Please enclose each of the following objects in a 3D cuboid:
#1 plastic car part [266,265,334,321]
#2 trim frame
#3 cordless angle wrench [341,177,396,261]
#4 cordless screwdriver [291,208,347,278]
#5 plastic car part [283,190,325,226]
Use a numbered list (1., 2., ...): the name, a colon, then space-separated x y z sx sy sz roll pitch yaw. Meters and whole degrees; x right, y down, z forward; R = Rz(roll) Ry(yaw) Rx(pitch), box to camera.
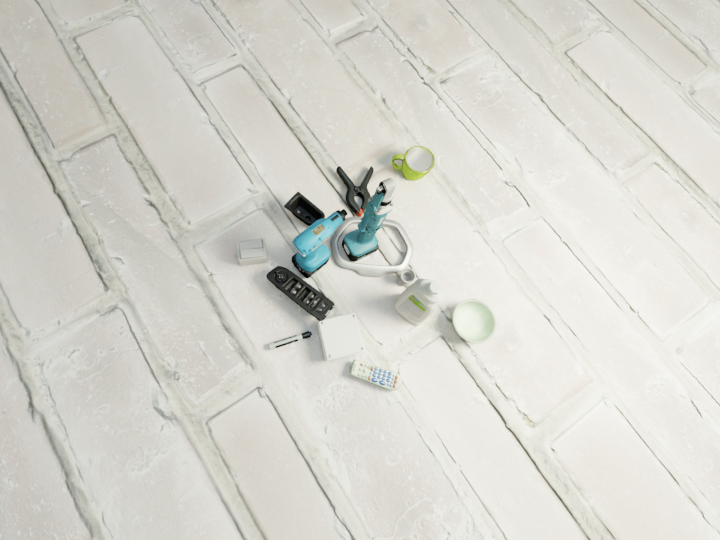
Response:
1. plastic car part: -0.171 0.062 1.180 0.206 0.066 0.066 37 72 8
2. trim frame: 0.034 -0.072 1.260 0.247 0.027 0.187 4 71 -3
3. cordless angle wrench: 0.028 -0.126 1.072 0.096 0.419 0.076 -25 80 -15
4. cordless screwdriver: -0.111 -0.073 1.135 0.158 0.247 0.076 -40 83 -17
5. plastic car part: -0.163 -0.167 1.257 0.118 0.070 0.065 39 72 8
